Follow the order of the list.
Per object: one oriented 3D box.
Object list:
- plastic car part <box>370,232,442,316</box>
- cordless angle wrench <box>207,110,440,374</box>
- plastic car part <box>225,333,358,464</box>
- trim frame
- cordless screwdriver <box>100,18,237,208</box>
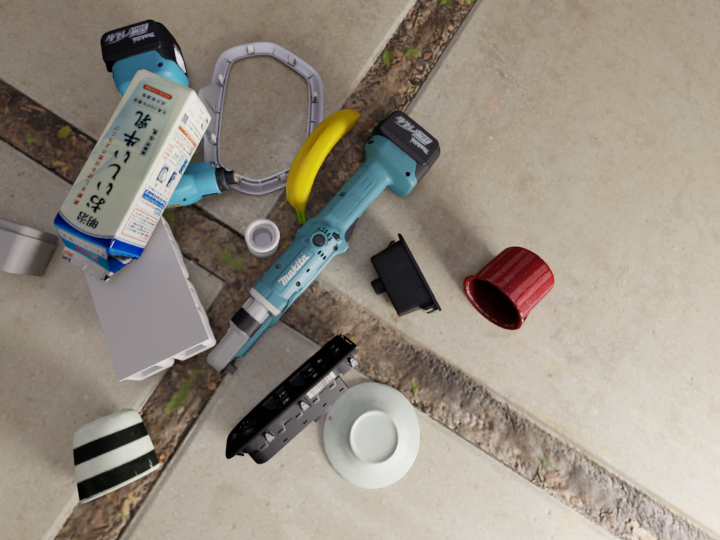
[{"bbox_3d":[0.053,0.016,0.585,0.071,0.065,0.118,-30,81,2],"label":"plastic car part"},{"bbox_3d":[-0.056,-0.037,0.577,0.098,0.074,0.422,40,80,0],"label":"cordless angle wrench"},{"bbox_3d":[-0.081,0.169,0.539,0.201,0.069,0.065,-36,113,-13],"label":"plastic car part"},{"bbox_3d":[-0.148,-0.232,0.628,0.183,0.027,0.251,4,80,-4],"label":"trim frame"},{"bbox_3d":[-0.261,-0.209,0.578,0.160,0.073,0.251,-10,83,2],"label":"cordless screwdriver"}]
